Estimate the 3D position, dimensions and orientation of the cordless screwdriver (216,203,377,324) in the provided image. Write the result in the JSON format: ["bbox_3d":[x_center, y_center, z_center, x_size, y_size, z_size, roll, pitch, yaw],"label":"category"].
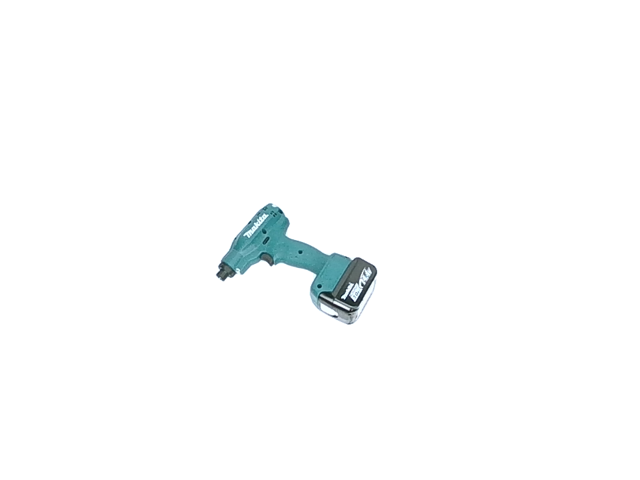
[{"bbox_3d":[-0.041,0.053,0.703,0.249,0.158,0.074,30,-23,18],"label":"cordless screwdriver"}]
